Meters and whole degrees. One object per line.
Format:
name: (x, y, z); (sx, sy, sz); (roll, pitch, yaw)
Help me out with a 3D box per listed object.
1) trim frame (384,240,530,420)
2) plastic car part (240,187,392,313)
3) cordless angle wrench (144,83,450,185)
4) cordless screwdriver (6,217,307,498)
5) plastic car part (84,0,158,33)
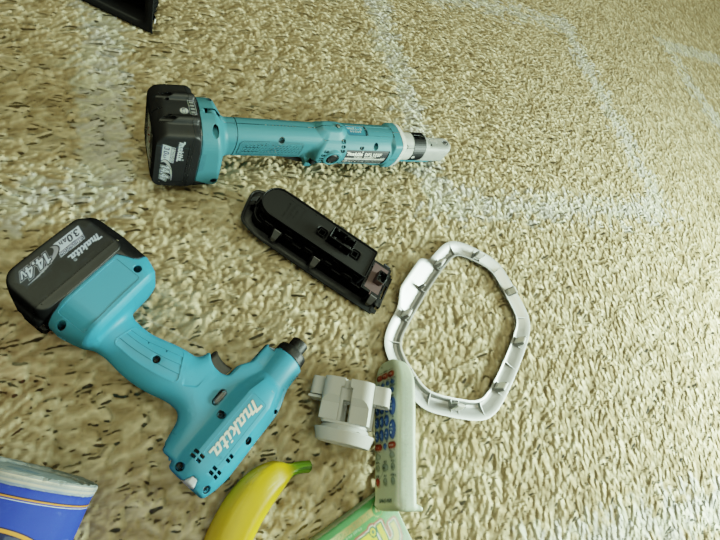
trim frame: (0.129, 0.066, 0.533); (0.185, 0.027, 0.246); (40, 59, 2)
plastic car part: (-0.048, -0.032, 0.493); (0.202, 0.067, 0.066); (32, 64, -2)
cordless angle wrench: (-0.046, -0.163, 0.544); (0.407, 0.098, 0.077); (-7, 67, -29)
cordless screwdriver: (-0.174, 0.056, 0.390); (0.248, 0.075, 0.158); (44, 56, -2)
plastic car part: (-0.320, -0.383, 0.567); (0.115, 0.066, 0.072); (23, 44, -7)
